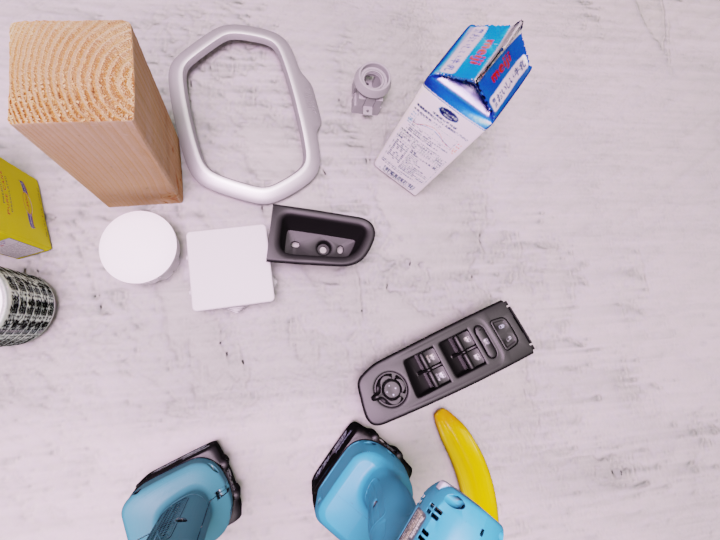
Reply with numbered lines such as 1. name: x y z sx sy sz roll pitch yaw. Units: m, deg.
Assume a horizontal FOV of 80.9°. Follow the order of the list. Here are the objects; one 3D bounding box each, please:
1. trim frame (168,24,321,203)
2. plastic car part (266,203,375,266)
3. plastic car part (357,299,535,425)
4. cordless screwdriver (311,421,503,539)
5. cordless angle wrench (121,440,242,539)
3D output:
1. trim frame: -0.142 -0.202 0.540 0.182 0.027 0.252 -14 80 -10
2. plastic car part: -0.048 -0.032 0.493 0.115 0.071 0.067 7 79 -8
3. plastic car part: 0.086 0.105 0.483 0.200 0.067 0.067 -24 85 -12
4. cordless screwdriver: 0.006 0.227 0.353 0.074 0.250 0.159 38 76 -4
5. cordless angle wrench: -0.133 0.203 0.250 0.096 0.425 0.075 -24 87 -15
